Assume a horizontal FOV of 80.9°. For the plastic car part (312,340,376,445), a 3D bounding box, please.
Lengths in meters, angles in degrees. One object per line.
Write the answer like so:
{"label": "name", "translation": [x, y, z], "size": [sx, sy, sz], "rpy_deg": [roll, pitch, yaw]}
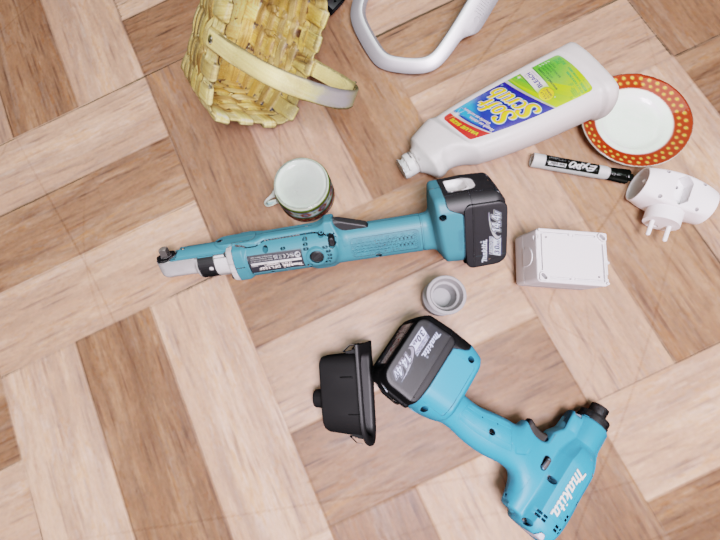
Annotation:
{"label": "plastic car part", "translation": [-0.021, 0.143, 0.497], "size": [0.073, 0.063, 0.117], "rpy_deg": [-3, 82, 18]}

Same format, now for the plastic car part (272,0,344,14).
{"label": "plastic car part", "translation": [-0.044, -0.421, 0.613], "size": [0.067, 0.066, 0.203], "rpy_deg": [37, 84, -1]}

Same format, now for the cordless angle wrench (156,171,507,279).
{"label": "cordless angle wrench", "translation": [-0.051, -0.033, 0.520], "size": [0.429, 0.094, 0.076], "rpy_deg": [-8, 33, 9]}

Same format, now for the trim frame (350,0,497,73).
{"label": "trim frame", "translation": [0.094, -0.390, 0.576], "size": [0.190, 0.027, 0.248], "rpy_deg": [34, 100, 15]}

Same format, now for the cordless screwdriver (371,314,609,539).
{"label": "cordless screwdriver", "translation": [0.145, 0.145, 0.465], "size": [0.252, 0.074, 0.158], "rpy_deg": [41, 75, 5]}
